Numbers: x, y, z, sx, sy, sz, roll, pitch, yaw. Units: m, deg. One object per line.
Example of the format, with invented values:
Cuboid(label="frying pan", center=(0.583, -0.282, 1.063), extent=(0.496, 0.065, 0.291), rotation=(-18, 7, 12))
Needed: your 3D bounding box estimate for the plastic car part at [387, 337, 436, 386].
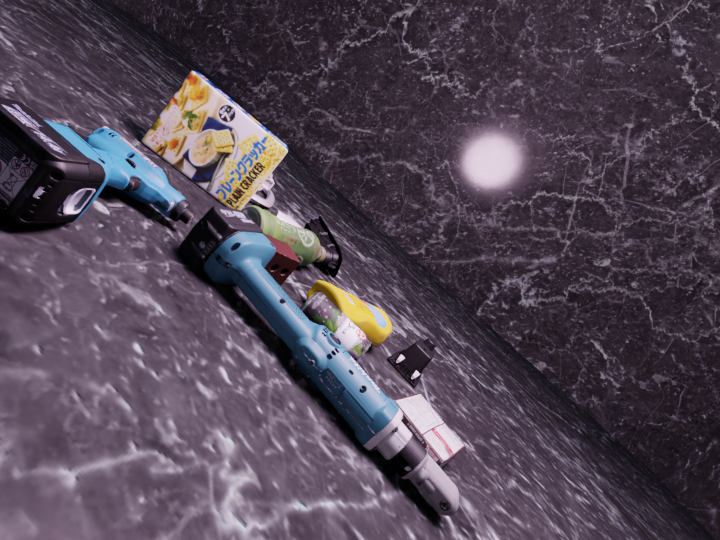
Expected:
Cuboid(label="plastic car part", center=(0.106, 0.155, 0.773), extent=(0.068, 0.071, 0.112), rotation=(46, 15, 14))

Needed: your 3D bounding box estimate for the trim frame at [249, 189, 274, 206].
Cuboid(label="trim frame", center=(-0.286, -0.221, 1.030), extent=(0.179, 0.028, 0.255), rotation=(39, 13, -17))

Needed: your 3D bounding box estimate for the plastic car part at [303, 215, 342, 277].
Cuboid(label="plastic car part", center=(-0.094, -0.062, 0.963), extent=(0.063, 0.066, 0.214), rotation=(21, 21, -36))

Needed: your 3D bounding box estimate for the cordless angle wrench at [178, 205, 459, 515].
Cuboid(label="cordless angle wrench", center=(-0.048, 0.096, 0.492), extent=(0.435, 0.075, 0.095), rotation=(46, 12, 15))

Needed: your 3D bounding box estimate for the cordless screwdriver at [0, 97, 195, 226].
Cuboid(label="cordless screwdriver", center=(-0.275, -0.095, 0.452), extent=(0.157, 0.074, 0.252), rotation=(40, 7, -10))
